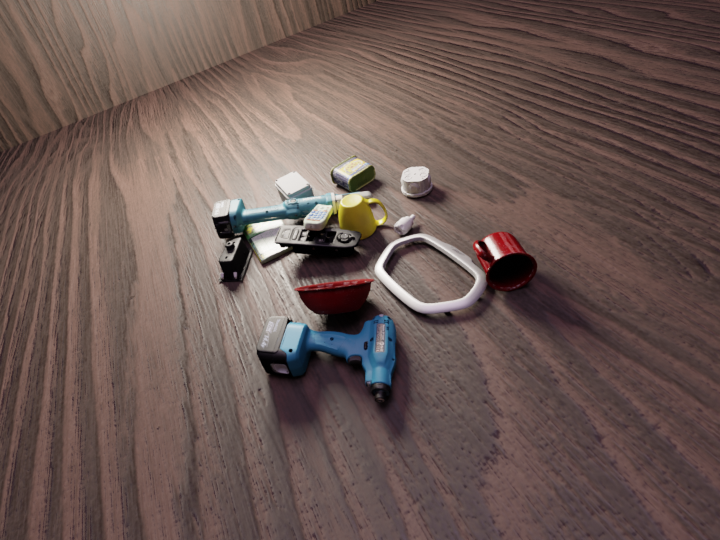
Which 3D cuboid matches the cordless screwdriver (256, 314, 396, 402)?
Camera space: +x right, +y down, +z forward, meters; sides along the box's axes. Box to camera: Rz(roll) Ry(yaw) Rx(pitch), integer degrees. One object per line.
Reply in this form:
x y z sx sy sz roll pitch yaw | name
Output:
-0.062 0.156 0.761 0.254 0.071 0.163 -3 44 11 | cordless screwdriver

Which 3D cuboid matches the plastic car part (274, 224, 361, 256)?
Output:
-0.098 -0.064 1.005 0.208 0.064 0.067 1 38 15 | plastic car part

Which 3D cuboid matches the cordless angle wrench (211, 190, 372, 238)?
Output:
-0.178 -0.165 1.130 0.424 0.071 0.101 -8 40 1 | cordless angle wrench

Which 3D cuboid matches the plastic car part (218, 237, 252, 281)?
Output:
-0.317 -0.036 1.053 0.067 0.068 0.119 -3 47 13 | plastic car part

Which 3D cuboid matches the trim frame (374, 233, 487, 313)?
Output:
0.142 0.002 0.884 0.182 0.026 0.263 -33 42 -14 | trim frame
